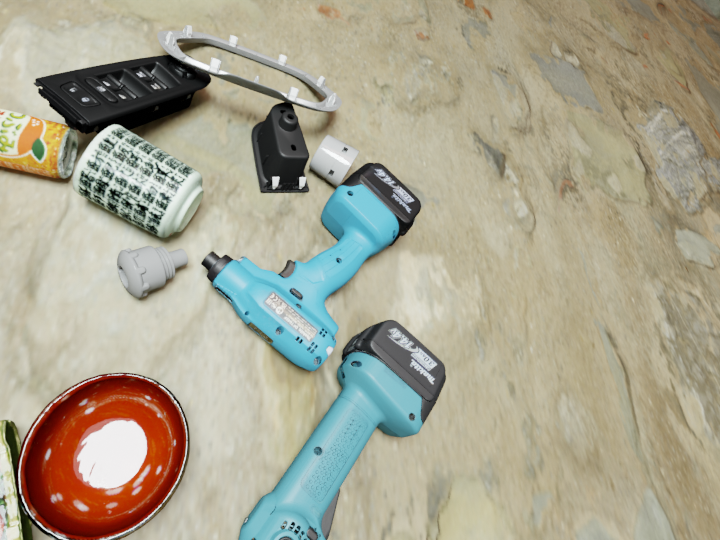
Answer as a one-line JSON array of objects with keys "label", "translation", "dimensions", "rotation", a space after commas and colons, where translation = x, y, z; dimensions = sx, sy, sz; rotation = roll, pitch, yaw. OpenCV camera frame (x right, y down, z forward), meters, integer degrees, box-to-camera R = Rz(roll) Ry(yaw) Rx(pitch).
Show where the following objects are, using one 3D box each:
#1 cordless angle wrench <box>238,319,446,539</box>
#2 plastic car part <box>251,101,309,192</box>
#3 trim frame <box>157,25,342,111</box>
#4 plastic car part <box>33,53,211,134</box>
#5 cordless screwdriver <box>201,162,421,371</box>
[{"label": "cordless angle wrench", "translation": [-0.066, 0.221, 0.343], "dimensions": [0.098, 0.075, 0.420], "rotation": [40, 58, -2]}, {"label": "plastic car part", "translation": [-0.097, -0.163, 0.531], "dimensions": [0.063, 0.072, 0.119], "rotation": [-4, 70, -29]}, {"label": "trim frame", "translation": [-0.137, -0.267, 0.556], "dimensions": [0.240, 0.027, 0.191], "rotation": [15, 35, -19]}, {"label": "plastic car part", "translation": [-0.244, -0.193, 0.471], "dimensions": [0.067, 0.067, 0.202], "rotation": [33, 45, 2]}, {"label": "cordless screwdriver", "translation": [-0.047, -0.031, 0.483], "dimensions": [0.159, 0.075, 0.247], "rotation": [38, 59, -2]}]
